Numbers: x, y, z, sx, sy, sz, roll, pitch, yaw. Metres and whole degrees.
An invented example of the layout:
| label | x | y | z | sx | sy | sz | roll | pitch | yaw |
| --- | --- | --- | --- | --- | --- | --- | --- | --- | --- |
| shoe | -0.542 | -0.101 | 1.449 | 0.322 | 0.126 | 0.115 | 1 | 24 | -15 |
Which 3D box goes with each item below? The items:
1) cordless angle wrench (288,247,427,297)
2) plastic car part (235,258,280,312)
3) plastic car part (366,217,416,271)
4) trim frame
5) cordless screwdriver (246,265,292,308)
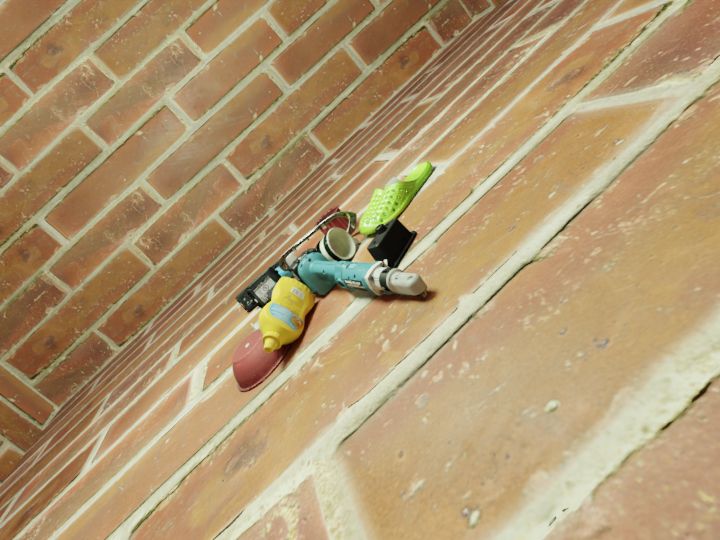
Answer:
| label | x | y | z | sx | sy | sz | roll | pitch | yaw |
| --- | --- | --- | --- | --- | --- | --- | --- | --- | --- |
| cordless angle wrench | -0.019 | 0.010 | 0.831 | 0.074 | 0.095 | 0.440 | -45 | 22 | -20 |
| plastic car part | -0.294 | 0.042 | 1.334 | 0.203 | 0.068 | 0.066 | -43 | -9 | 5 |
| plastic car part | 0.055 | -0.059 | 0.853 | 0.068 | 0.068 | 0.116 | -16 | 35 | 53 |
| trim frame | -0.109 | -0.071 | 1.111 | 0.250 | 0.028 | 0.176 | -35 | -21 | 12 |
| cordless screwdriver | -0.264 | 0.054 | 1.180 | 0.159 | 0.074 | 0.250 | -43 | 6 | 0 |
